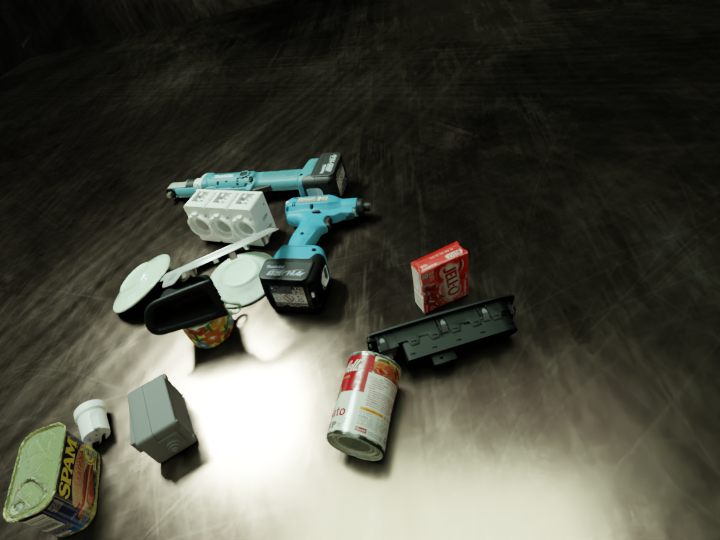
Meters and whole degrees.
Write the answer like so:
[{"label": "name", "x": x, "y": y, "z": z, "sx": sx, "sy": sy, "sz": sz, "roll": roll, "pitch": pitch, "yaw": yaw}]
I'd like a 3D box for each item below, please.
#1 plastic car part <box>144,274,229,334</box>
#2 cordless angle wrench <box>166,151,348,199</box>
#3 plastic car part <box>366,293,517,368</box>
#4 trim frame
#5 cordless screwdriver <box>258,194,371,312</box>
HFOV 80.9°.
[{"label": "plastic car part", "x": -0.260, "y": 0.043, "z": 0.630, "sx": 0.117, "sy": 0.063, "sz": 0.073, "roll": -18, "pitch": 29, "yaw": 4}, {"label": "cordless angle wrench", "x": -0.241, "y": -0.185, "z": 0.909, "sx": 0.437, "sy": 0.071, "sz": 0.099, "roll": 1, "pitch": 46, "yaw": 21}, {"label": "plastic car part", "x": 0.113, "y": 0.082, "z": 0.543, "sx": 0.202, "sy": 0.063, "sz": 0.070, "roll": -20, "pitch": 54, "yaw": -3}, {"label": "trim frame", "x": -0.235, "y": -0.020, "z": 0.692, "sx": 0.259, "sy": 0.027, "sz": 0.179, "roll": -9, "pitch": 17, "yaw": 48}, {"label": "cordless screwdriver", "x": -0.070, "y": -0.046, "z": 0.718, "sx": 0.163, "sy": 0.071, "sz": 0.254, "roll": -3, "pitch": 42, "yaw": 13}]
